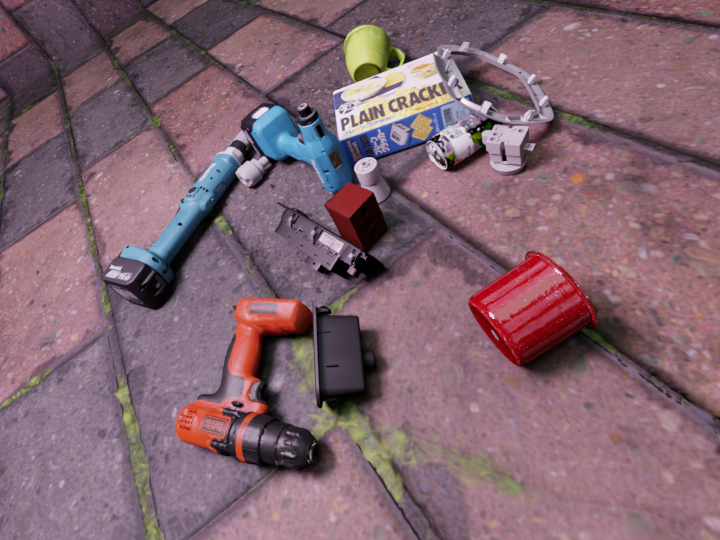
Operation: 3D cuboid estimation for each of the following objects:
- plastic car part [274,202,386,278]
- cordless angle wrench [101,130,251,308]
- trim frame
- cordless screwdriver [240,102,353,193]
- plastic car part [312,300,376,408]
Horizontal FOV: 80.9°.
[{"bbox_3d":[-0.060,-0.039,0.612,0.215,0.063,0.067,38,101,39],"label":"plastic car part"},{"bbox_3d":[-0.300,-0.129,0.786,0.102,0.070,0.425,7,56,28],"label":"cordless angle wrench"},{"bbox_3d":[0.196,-0.292,0.645,0.183,0.027,0.255,10,48,-5],"label":"trim frame"},{"bbox_3d":[-0.122,-0.234,0.724,0.074,0.151,0.263,-43,47,-13],"label":"cordless screwdriver"},{"bbox_3d":[-0.019,0.098,0.488,0.071,0.063,0.121,-9,53,-1],"label":"plastic car part"}]
